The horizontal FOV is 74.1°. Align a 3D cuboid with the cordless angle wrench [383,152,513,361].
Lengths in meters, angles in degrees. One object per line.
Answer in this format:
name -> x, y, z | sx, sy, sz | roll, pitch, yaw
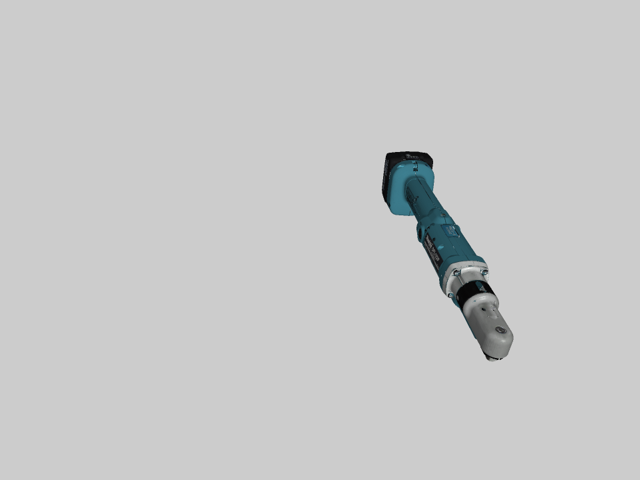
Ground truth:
cordless angle wrench -> 0.163, -0.008, 0.587 | 0.074, 0.098, 0.421 | -1, 33, -4
